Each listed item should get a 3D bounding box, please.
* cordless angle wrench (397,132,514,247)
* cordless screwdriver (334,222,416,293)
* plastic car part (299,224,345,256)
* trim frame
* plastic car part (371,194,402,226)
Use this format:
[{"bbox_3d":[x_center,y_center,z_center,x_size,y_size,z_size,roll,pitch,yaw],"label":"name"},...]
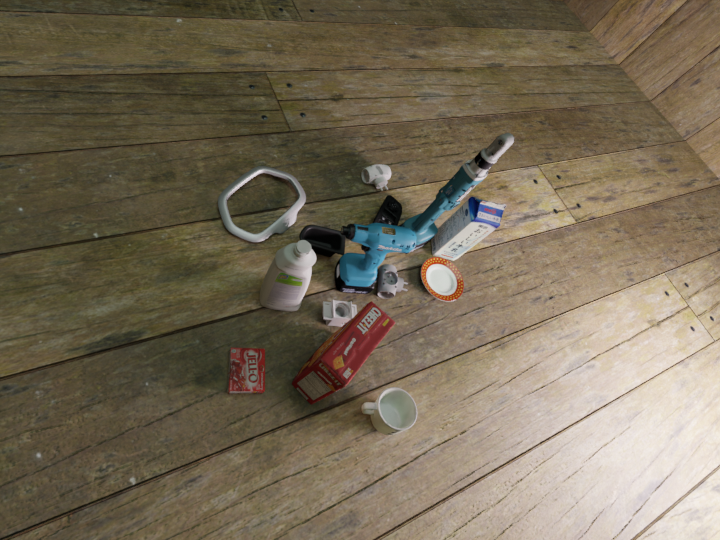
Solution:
[{"bbox_3d":[0.212,-0.175,1.008,0.095,0.424,0.076,-23,76,-31],"label":"cordless angle wrench"},{"bbox_3d":[-0.001,-0.030,0.955,0.155,0.249,0.076,9,61,-19],"label":"cordless screwdriver"},{"bbox_3d":[-0.102,-0.067,1.047,0.114,0.071,0.067,13,59,-14],"label":"plastic car part"},{"bbox_3d":[-0.249,-0.173,1.082,0.186,0.027,0.246,38,56,4],"label":"trim frame"},{"bbox_3d":[0.060,-0.118,1.136,0.066,0.067,0.204,29,56,-5],"label":"plastic car part"}]
